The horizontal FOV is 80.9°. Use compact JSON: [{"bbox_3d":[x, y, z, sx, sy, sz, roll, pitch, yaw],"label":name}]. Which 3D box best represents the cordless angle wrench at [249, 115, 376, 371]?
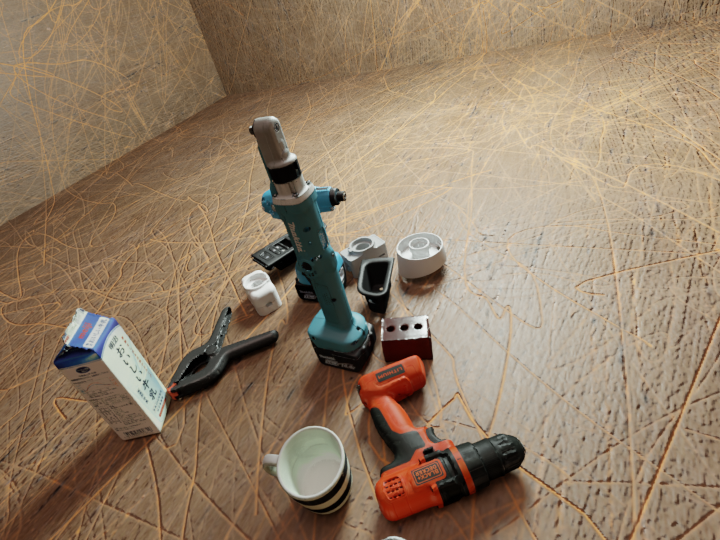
[{"bbox_3d":[-0.068,-0.021,0.619,0.102,0.406,0.074,5,39,29],"label":"cordless angle wrench"}]

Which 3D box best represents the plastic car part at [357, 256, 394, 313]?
[{"bbox_3d":[0.032,0.035,0.791,0.068,0.068,0.118,-7,36,15],"label":"plastic car part"}]

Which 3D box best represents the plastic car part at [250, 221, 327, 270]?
[{"bbox_3d":[-0.156,-0.055,1.000,0.070,0.064,0.200,21,51,42],"label":"plastic car part"}]

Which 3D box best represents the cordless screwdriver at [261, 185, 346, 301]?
[{"bbox_3d":[-0.079,-0.052,0.811,0.165,0.239,0.075,0,37,24],"label":"cordless screwdriver"}]
